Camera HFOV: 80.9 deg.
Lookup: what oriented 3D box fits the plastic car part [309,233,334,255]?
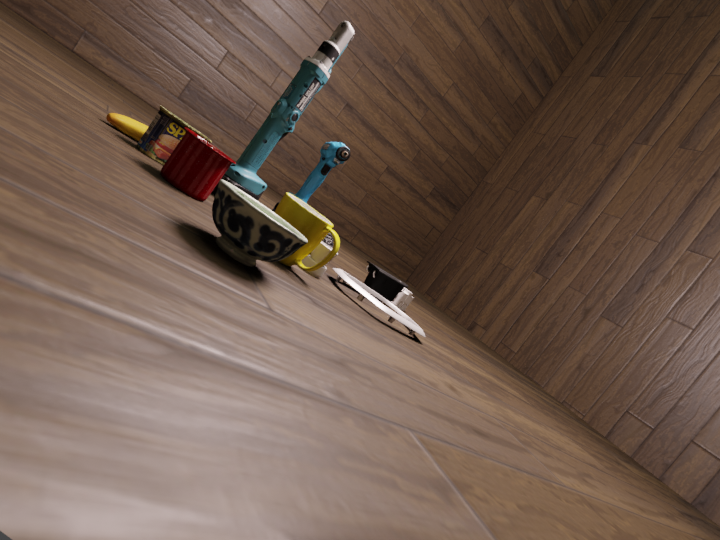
[{"bbox_3d":[-0.093,-0.061,0.948,0.065,0.067,0.207,35,4,-13],"label":"plastic car part"}]

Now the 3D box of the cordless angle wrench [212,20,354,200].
[{"bbox_3d":[-0.147,-0.311,0.838,0.078,0.423,0.093,39,5,28],"label":"cordless angle wrench"}]

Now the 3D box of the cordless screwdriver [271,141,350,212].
[{"bbox_3d":[-0.113,-0.191,0.980,0.072,0.249,0.165,35,5,-22],"label":"cordless screwdriver"}]

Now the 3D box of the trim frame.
[{"bbox_3d":[0.037,0.066,0.853,0.234,0.027,0.195,32,6,-43],"label":"trim frame"}]

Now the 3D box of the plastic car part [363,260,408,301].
[{"bbox_3d":[0.054,0.038,1.007,0.111,0.071,0.069,34,5,-29],"label":"plastic car part"}]
